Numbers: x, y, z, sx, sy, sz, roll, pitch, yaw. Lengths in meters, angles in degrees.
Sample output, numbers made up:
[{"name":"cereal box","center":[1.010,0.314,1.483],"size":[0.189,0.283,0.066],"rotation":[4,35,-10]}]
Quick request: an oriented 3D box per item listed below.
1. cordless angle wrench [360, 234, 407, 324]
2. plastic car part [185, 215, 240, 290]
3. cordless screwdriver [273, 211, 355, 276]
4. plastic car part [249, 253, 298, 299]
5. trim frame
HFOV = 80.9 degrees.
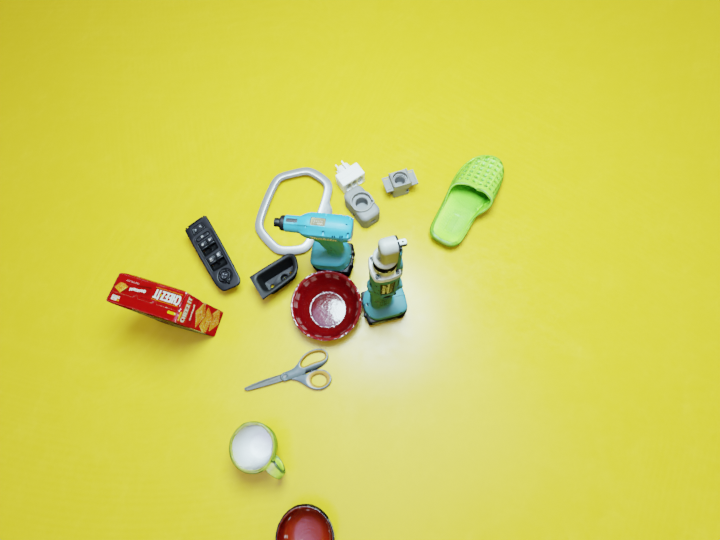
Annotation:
[{"name":"cordless angle wrench","center":[0.045,0.024,0.789],"size":[0.098,0.411,0.076],"rotation":[-13,72,-2]},{"name":"plastic car part","center":[-0.358,-0.034,1.046],"size":[0.066,0.065,0.210],"rotation":[-32,70,-6]},{"name":"cordless screwdriver","center":[-0.091,-0.059,0.927],"size":[0.161,0.242,0.075],"rotation":[7,73,6]},{"name":"plastic car part","center":[-0.192,0.017,1.004],"size":[0.116,0.069,0.068],"rotation":[-33,72,-6]},{"name":"trim frame","center":[-0.168,-0.156,1.087],"size":[0.188,0.027,0.250],"rotation":[14,72,12]}]
